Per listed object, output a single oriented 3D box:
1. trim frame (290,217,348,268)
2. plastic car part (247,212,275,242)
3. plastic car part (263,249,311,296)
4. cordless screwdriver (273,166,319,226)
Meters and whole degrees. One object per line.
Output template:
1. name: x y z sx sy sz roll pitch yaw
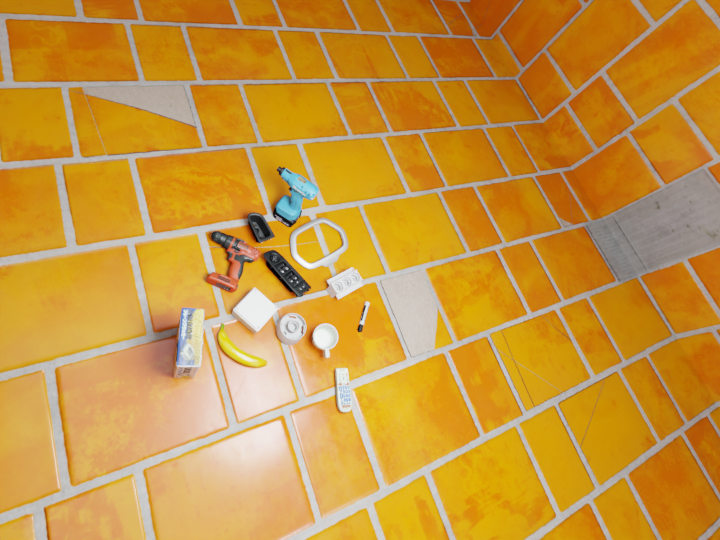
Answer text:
1. trim frame: -0.158 -0.103 1.616 0.243 0.028 0.187 -31 79 -31
2. plastic car part: -0.370 -0.148 1.529 0.064 0.071 0.119 -24 77 -31
3. plastic car part: -0.266 0.011 1.493 0.065 0.067 0.205 -37 83 -32
4. cordless screwdriver: -0.258 -0.267 1.526 0.158 0.251 0.074 37 58 -6
